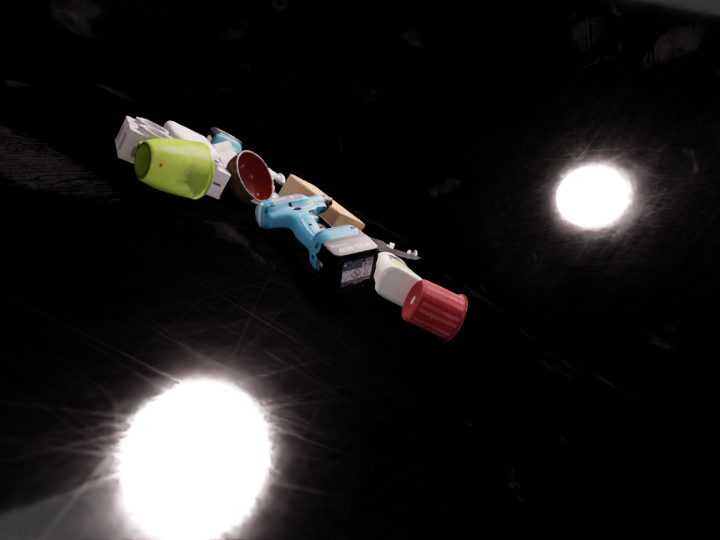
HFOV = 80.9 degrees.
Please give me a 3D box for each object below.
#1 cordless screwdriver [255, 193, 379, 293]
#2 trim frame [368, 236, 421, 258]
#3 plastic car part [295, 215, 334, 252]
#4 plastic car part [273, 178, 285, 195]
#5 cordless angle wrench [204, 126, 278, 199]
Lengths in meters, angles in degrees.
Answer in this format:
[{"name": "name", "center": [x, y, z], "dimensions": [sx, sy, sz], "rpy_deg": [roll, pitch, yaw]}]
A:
[{"name": "cordless screwdriver", "center": [-0.061, -0.068, 0.741], "dimensions": [0.154, 0.072, 0.263], "rpy_deg": [-17, 40, -32]}, {"name": "trim frame", "center": [0.029, -0.068, 1.045], "dimensions": [0.253, 0.027, 0.181], "rpy_deg": [18, 3, 7]}, {"name": "plastic car part", "center": [-0.080, -0.052, 0.819], "dimensions": [0.122, 0.065, 0.068], "rpy_deg": [42, 30, 28]}, {"name": "plastic car part", "center": [-0.186, -0.199, 1.130], "dimensions": [0.069, 0.067, 0.193], "rpy_deg": [45, 20, 24]}, {"name": "cordless angle wrench", "center": [-0.282, -0.240, 1.038], "dimensions": [0.092, 0.074, 0.447], "rpy_deg": [19, 19, -45]}]
